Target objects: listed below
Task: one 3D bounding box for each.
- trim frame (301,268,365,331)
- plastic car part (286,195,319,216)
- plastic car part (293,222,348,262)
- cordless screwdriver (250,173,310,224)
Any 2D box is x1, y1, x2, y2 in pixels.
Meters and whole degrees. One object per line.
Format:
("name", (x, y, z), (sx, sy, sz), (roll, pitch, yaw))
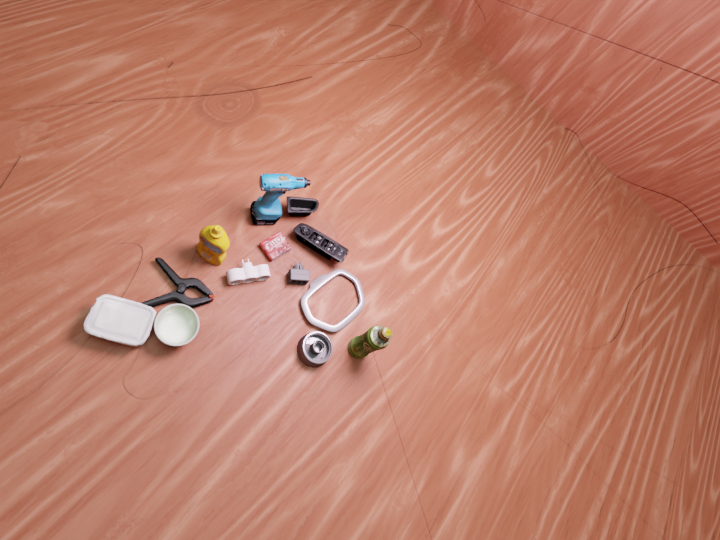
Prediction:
("trim frame", (-0.089, 0.096, 1.423), (0.186, 0.028, 0.244), (47, 59, 6))
("plastic car part", (-0.212, -0.219, 1.504), (0.113, 0.071, 0.068), (1, 67, -21))
("plastic car part", (-0.144, -0.094, 1.471), (0.202, 0.067, 0.066), (34, 58, -3))
("cordless screwdriver", (-0.270, -0.235, 1.386), (0.154, 0.251, 0.076), (-3, 70, -25))
